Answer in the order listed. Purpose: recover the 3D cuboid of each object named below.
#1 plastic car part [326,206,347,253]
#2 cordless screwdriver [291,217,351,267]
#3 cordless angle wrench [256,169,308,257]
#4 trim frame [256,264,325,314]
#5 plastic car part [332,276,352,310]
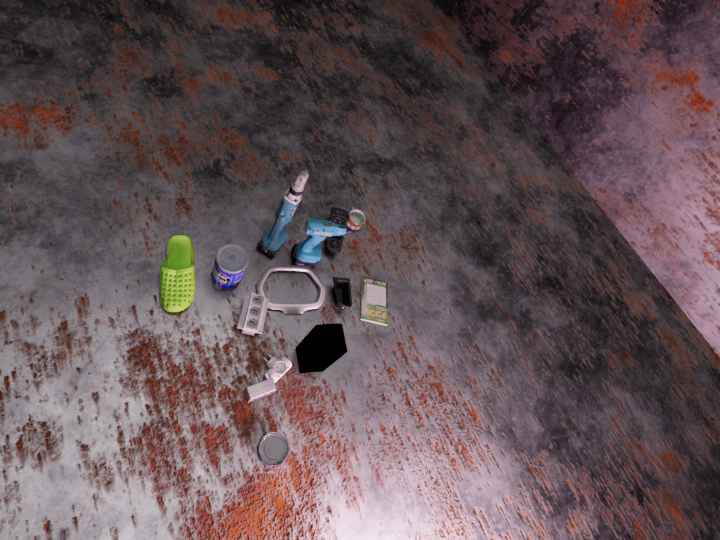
[{"bbox_3d":[-0.101,-0.149,1.651,0.065,0.067,0.208,16,55,-15],"label":"plastic car part"},{"bbox_3d":[-0.145,-0.095,1.485,0.154,0.249,0.077,6,60,-22],"label":"cordless screwdriver"},{"bbox_3d":[-0.249,-0.183,1.390,0.074,0.424,0.098,35,53,-5],"label":"cordless angle wrench"},{"bbox_3d":[-0.242,0.065,1.484,0.240,0.027,0.190,1,59,-22],"label":"trim frame"},{"bbox_3d":[-0.072,0.091,1.509,0.064,0.071,0.120,6,58,-22],"label":"plastic car part"}]
